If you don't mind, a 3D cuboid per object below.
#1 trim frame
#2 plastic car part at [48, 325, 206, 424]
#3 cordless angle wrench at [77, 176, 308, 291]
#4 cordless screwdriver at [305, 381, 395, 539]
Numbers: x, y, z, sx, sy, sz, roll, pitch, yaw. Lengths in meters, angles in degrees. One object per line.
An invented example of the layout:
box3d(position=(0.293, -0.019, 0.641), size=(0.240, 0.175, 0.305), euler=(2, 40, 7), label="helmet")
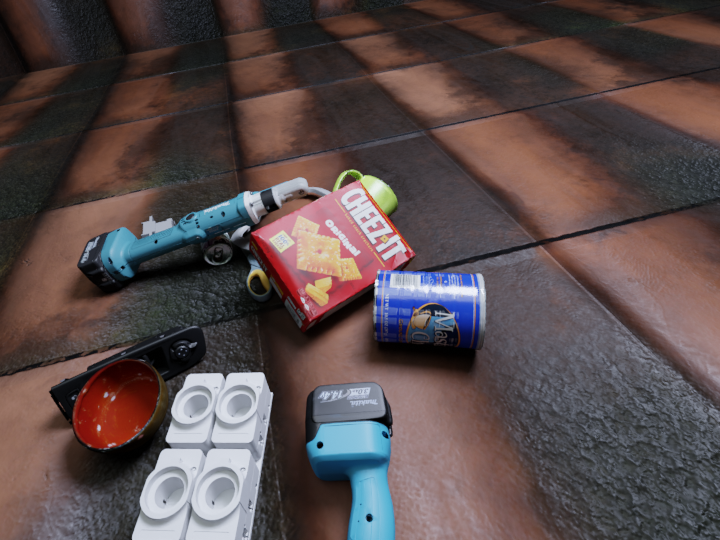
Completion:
box3d(position=(-0.149, -0.108, 0.847), size=(0.192, 0.026, 0.248), euler=(6, 41, 27), label="trim frame")
box3d(position=(-0.320, 0.137, 0.606), size=(0.200, 0.065, 0.070), euler=(-24, 18, -15), label="plastic car part")
box3d(position=(-0.290, -0.077, 0.752), size=(0.427, 0.071, 0.102), euler=(-19, 43, 7), label="cordless angle wrench")
box3d(position=(-0.021, 0.245, 0.422), size=(0.159, 0.071, 0.259), euler=(-10, 45, -2), label="cordless screwdriver")
